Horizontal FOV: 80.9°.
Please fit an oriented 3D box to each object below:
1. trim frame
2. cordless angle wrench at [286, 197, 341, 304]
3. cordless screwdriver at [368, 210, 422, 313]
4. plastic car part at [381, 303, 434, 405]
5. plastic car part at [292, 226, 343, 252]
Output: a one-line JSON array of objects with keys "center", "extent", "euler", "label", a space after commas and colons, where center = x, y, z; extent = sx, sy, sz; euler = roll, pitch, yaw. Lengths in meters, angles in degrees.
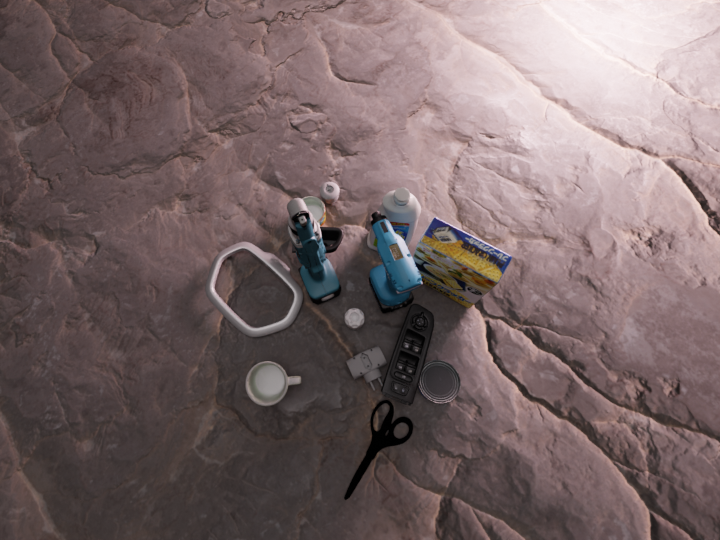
[{"center": [-0.249, 0.041, 0.986], "extent": [0.257, 0.027, 0.183], "euler": [39, 78, 17], "label": "trim frame"}, {"center": [-0.092, -0.032, 0.793], "extent": [0.074, 0.413, 0.101], "euler": [-23, 74, -7], "label": "cordless angle wrench"}, {"center": [0.058, -0.008, 0.861], "extent": [0.074, 0.243, 0.164], "euler": [-20, 72, -6], "label": "cordless screwdriver"}, {"center": [0.103, 0.172, 0.885], "extent": [0.068, 0.065, 0.204], "euler": [18, 73, 8], "label": "plastic car part"}, {"center": [-0.097, -0.063, 0.988], "extent": [0.117, 0.069, 0.067], "euler": [1, 71, 4], "label": "plastic car part"}]
